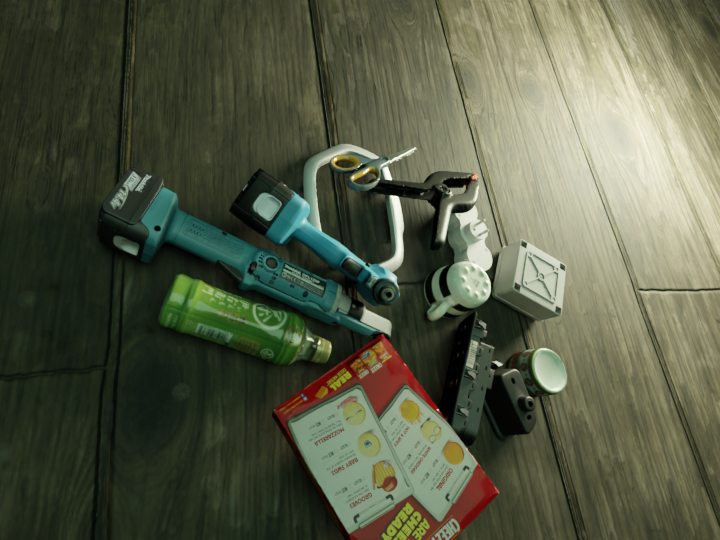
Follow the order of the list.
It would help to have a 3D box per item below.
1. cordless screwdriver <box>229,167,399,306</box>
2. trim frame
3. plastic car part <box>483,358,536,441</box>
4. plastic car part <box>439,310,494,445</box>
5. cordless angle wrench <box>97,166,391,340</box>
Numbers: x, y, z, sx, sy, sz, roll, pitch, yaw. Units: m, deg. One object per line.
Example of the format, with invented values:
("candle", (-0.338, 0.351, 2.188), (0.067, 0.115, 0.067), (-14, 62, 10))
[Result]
("cordless screwdriver", (-0.055, -0.036, 0.567), (0.248, 0.160, 0.074), (36, 90, -3))
("trim frame", (-0.007, -0.103, 0.704), (0.178, 0.028, 0.255), (-1, 68, -21))
("plastic car part", (0.231, 0.199, 0.651), (0.064, 0.071, 0.119), (-14, 73, -27))
("plastic car part", (0.158, 0.169, 0.632), (0.067, 0.066, 0.204), (27, 63, -4))
("cordless angle wrench", (-0.135, 0.002, 0.583), (0.411, 0.075, 0.099), (27, 52, -14))
